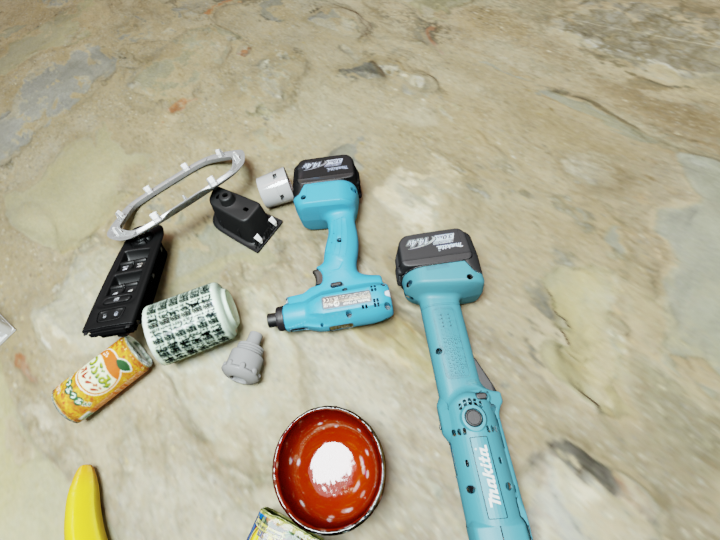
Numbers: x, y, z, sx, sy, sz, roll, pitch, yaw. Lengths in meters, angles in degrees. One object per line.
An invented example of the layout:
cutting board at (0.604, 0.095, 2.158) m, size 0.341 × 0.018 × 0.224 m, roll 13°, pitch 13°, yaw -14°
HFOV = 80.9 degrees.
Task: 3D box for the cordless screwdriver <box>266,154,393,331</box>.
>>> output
cordless screwdriver at (-0.057, -0.037, 0.585) m, size 0.160 × 0.071 × 0.257 m, roll -12°, pitch 61°, yaw 3°

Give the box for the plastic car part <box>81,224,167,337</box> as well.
plastic car part at (-0.309, 0.012, 0.591) m, size 0.067 × 0.064 × 0.211 m, roll -17°, pitch 48°, yaw 8°

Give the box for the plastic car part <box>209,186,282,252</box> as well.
plastic car part at (-0.188, -0.089, 0.640) m, size 0.121 × 0.068 × 0.066 m, roll 27°, pitch 66°, yaw 20°

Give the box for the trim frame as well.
trim frame at (-0.292, -0.128, 0.671) m, size 0.246 × 0.026 × 0.195 m, roll -36°, pitch 38°, yaw -14°

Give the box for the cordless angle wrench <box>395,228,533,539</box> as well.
cordless angle wrench at (0.115, 0.155, 0.439) m, size 0.099 × 0.071 × 0.437 m, roll -10°, pitch 60°, yaw 3°
